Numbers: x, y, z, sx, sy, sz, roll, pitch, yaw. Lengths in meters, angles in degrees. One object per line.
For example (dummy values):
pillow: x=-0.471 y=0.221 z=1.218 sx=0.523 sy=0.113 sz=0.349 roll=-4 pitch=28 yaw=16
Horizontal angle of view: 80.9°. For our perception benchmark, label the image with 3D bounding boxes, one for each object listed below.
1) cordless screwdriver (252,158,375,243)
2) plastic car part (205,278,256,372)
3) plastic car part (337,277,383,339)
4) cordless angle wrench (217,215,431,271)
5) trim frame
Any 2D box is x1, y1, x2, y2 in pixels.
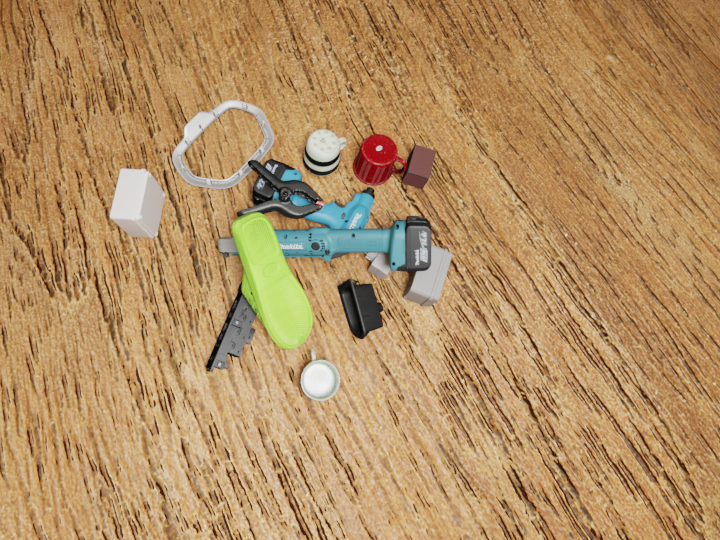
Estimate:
cordless screwdriver: x=-0.097 y=-0.157 z=0.904 sx=0.249 sy=0.074 sz=0.160 roll=27 pitch=71 yaw=0
plastic car part: x=-0.231 y=0.099 z=0.809 sx=0.066 sy=0.067 sz=0.205 roll=18 pitch=70 yaw=-12
plastic car part: x=0.009 y=0.073 z=0.843 sx=0.069 sy=0.067 sz=0.119 roll=-13 pitch=76 yaw=-26
cordless angle wrench: x=-0.081 y=-0.053 z=0.827 sx=0.431 sy=0.074 sz=0.096 roll=0 pitch=108 yaw=11
trim frame: x=-0.309 y=-0.289 z=0.956 sx=0.187 sy=0.027 sz=0.248 roll=35 pitch=74 yaw=8
